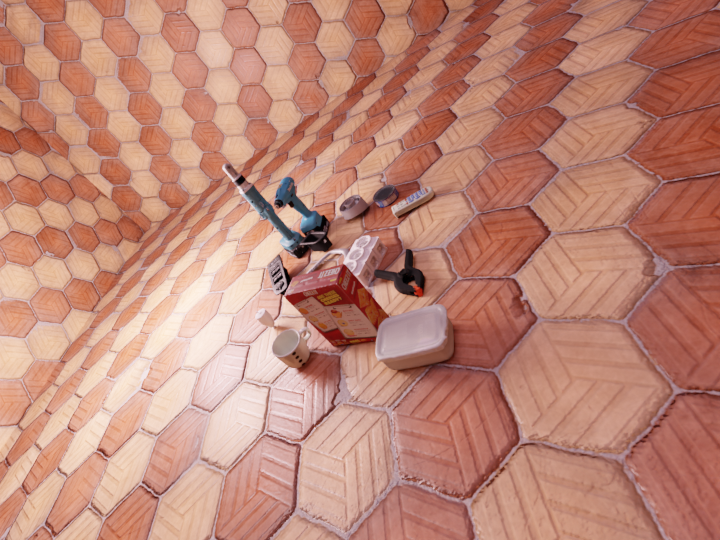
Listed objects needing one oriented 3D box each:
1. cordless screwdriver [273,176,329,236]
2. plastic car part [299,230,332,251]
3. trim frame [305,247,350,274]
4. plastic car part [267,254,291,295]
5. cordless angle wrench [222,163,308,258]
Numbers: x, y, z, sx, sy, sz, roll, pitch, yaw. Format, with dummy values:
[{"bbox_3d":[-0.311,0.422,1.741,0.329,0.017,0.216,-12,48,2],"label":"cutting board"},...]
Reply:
[{"bbox_3d":[-0.216,-0.202,1.511,0.076,0.237,0.162,-22,34,28],"label":"cordless screwdriver"},{"bbox_3d":[-0.143,-0.093,1.461,0.122,0.068,0.066,5,52,50],"label":"plastic car part"},{"bbox_3d":[-0.126,0.018,1.345,0.247,0.026,0.194,-48,33,-13],"label":"trim frame"},{"bbox_3d":[-0.272,0.029,1.449,0.066,0.064,0.212,-37,32,5],"label":"plastic car part"},{"bbox_3d":[-0.334,-0.211,1.488,0.074,0.404,0.103,-47,30,-15],"label":"cordless angle wrench"}]
